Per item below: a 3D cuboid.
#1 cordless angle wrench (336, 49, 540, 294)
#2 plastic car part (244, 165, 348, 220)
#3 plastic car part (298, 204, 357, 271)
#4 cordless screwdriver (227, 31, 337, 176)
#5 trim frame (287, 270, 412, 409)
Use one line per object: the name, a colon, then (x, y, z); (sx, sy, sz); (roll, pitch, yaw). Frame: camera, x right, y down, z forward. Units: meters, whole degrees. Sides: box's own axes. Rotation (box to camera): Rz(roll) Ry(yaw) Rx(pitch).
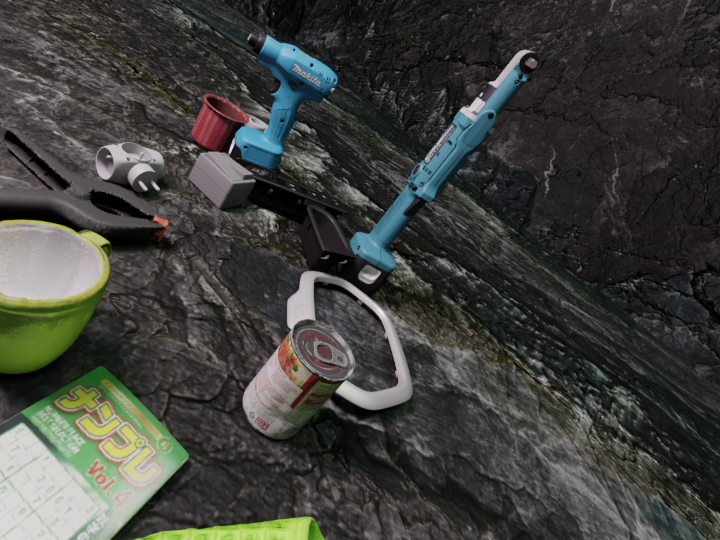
cordless angle wrench: (0.106, -0.139, 0.648); (0.072, 0.424, 0.101); (29, 28, -19)
plastic car part: (-0.126, -0.134, 0.771); (0.194, 0.067, 0.069); (23, 29, -25)
plastic car part: (-0.067, -0.044, 0.685); (0.062, 0.071, 0.122); (15, 33, -38)
cordless screwdriver: (-0.169, -0.274, 0.745); (0.152, 0.249, 0.077); (23, 30, -28)
trim frame: (-0.016, 0.085, 0.580); (0.177, 0.027, 0.258); (24, 28, -22)
